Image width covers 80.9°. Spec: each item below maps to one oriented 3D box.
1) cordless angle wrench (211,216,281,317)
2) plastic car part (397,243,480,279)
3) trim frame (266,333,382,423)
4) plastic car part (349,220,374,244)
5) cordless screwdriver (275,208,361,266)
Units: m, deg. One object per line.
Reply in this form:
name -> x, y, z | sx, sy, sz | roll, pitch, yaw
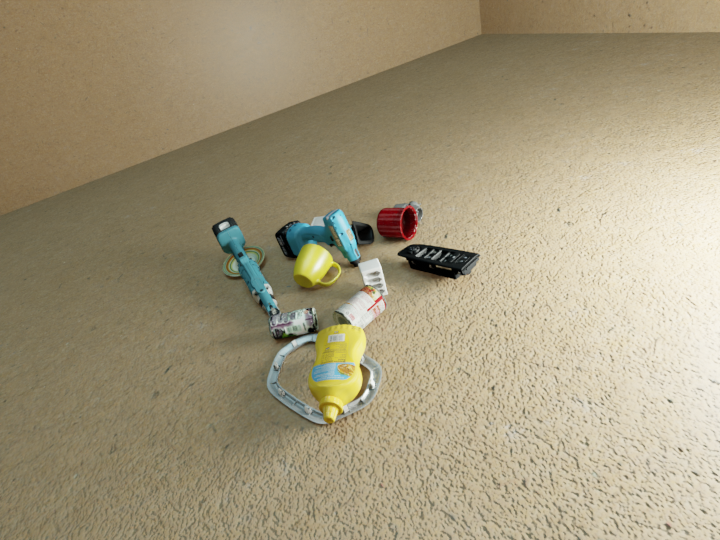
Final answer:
cordless angle wrench -> -0.303, -0.003, 1.147 | 0.073, 0.094, 0.447 | -29, 45, -14
plastic car part -> 0.177, -0.021, 0.978 | 0.065, 0.064, 0.214 | -43, 37, -23
trim frame -> -0.076, 0.198, 0.827 | 0.262, 0.026, 0.181 | 15, 45, 41
plastic car part -> -0.015, -0.094, 1.164 | 0.073, 0.067, 0.112 | -17, -6, 24
cordless screwdriver -> -0.113, -0.074, 1.154 | 0.260, 0.154, 0.073 | -5, 28, 45
